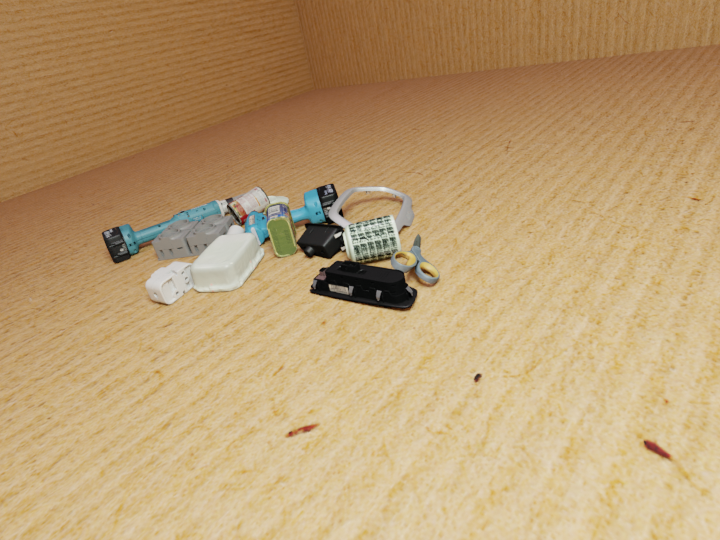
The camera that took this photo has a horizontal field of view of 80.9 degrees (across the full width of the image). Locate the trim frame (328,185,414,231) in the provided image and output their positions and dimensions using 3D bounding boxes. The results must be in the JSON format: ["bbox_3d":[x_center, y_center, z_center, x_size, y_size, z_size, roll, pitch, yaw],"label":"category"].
[{"bbox_3d":[0.030,-0.140,0.973,0.189,0.027,0.249,11,34,13],"label":"trim frame"}]

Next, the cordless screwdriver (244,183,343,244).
[{"bbox_3d":[-0.175,-0.148,1.075,0.248,0.071,0.166,-20,30,-2],"label":"cordless screwdriver"}]

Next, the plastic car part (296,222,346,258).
[{"bbox_3d":[-0.088,-0.058,0.904,0.123,0.063,0.070,8,49,39],"label":"plastic car part"}]

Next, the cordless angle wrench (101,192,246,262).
[{"bbox_3d":[-0.506,-0.143,1.213,0.413,0.072,0.103,-26,31,-24],"label":"cordless angle wrench"}]

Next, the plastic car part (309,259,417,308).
[{"bbox_3d":[0.003,0.017,0.733,0.213,0.065,0.065,13,30,34],"label":"plastic car part"}]
